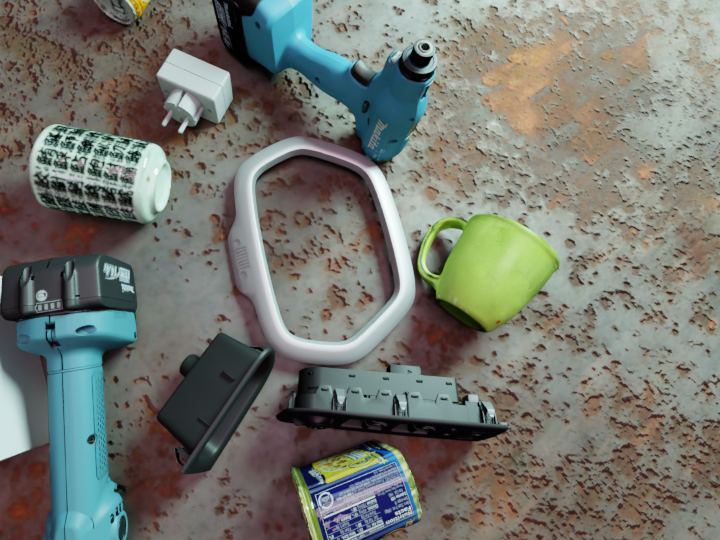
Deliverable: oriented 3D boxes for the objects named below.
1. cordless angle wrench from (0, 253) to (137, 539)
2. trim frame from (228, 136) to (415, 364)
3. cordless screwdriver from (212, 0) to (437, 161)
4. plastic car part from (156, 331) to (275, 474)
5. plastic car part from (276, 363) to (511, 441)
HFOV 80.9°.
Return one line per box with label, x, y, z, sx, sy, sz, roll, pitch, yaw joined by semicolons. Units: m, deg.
cordless angle wrench;-0.211;0.202;0.327;0.073;0.098;0.429;-8;79;-9
trim frame;-0.043;-0.028;0.441;0.181;0.027;0.252;-13;78;-11
cordless screwdriver;-0.038;-0.227;0.428;0.252;0.158;0.074;41;73;5
plastic car part;-0.134;0.108;0.379;0.073;0.064;0.117;25;70;12
plastic car part;0.025;0.121;0.390;0.201;0.065;0.069;3;66;-7
